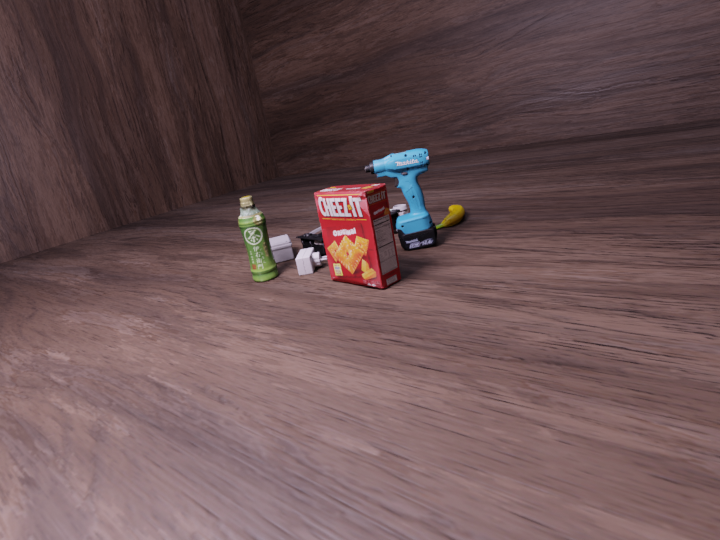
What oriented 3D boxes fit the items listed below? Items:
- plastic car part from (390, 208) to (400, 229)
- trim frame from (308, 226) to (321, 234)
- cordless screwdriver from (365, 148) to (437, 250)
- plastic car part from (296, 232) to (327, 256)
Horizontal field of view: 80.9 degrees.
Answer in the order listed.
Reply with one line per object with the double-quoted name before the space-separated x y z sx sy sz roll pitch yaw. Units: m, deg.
"plastic car part" 0.065 -0.139 1.271 0.119 0.069 0.066 -6 18 17
"trim frame" -0.085 -0.126 1.393 0.193 0.027 0.242 2 24 36
"cordless screwdriver" 0.108 -0.178 1.087 0.162 0.243 0.074 -8 16 11
"plastic car part" -0.119 -0.078 1.217 0.064 0.065 0.213 -21 21 -28
